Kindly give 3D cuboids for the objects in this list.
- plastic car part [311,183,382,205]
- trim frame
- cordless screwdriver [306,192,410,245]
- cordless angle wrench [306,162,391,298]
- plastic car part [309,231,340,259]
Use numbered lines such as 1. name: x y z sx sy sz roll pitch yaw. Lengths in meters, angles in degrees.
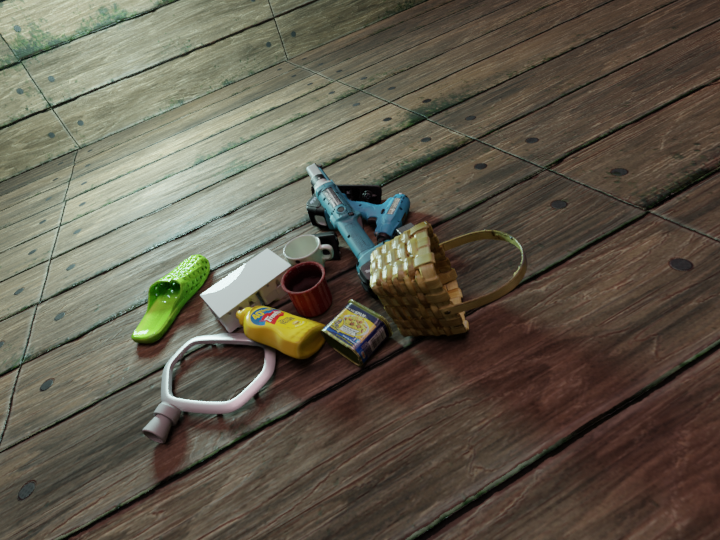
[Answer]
1. plastic car part: -0.031 -0.203 1.141 0.212 0.065 0.065 6 19 30
2. trim frame: -0.277 0.190 0.817 0.256 0.026 0.187 -5 43 21
3. cordless screwdriver: -0.017 -0.131 1.040 0.260 0.071 0.159 9 50 26
4. cordless angle wrench: -0.036 -0.122 0.962 0.097 0.071 0.445 -29 51 -6
5. plastic car part: -0.099 -0.065 1.014 0.121 0.064 0.070 -2 26 25
